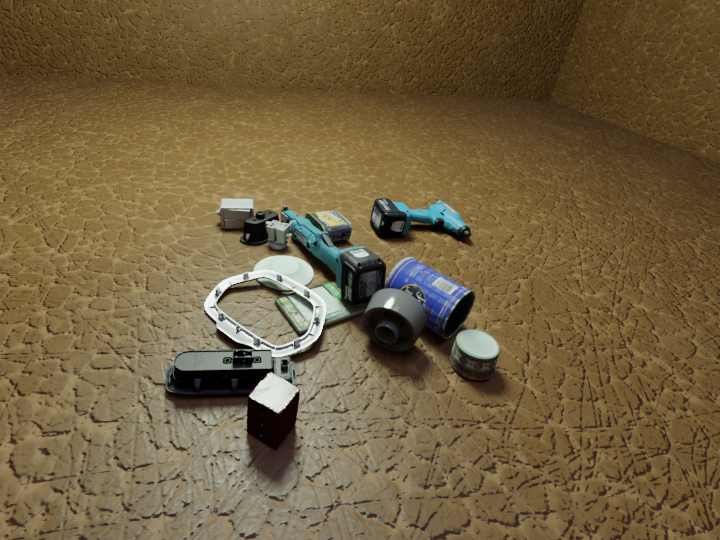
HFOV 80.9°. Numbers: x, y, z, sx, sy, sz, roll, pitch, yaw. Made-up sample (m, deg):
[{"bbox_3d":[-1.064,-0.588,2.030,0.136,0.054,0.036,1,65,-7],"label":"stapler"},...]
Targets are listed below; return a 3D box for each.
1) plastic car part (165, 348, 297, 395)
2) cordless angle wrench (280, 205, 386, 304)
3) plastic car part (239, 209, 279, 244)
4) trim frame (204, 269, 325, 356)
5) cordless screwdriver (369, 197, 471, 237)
[{"bbox_3d":[-0.200,0.154,0.652,0.200,0.065,0.069,-2,41,-8],"label":"plastic car part"},{"bbox_3d":[-0.094,-0.062,0.966,0.072,0.096,0.447,-12,29,-28],"label":"cordless angle wrench"},{"bbox_3d":[-0.242,-0.114,1.041,0.069,0.069,0.113,25,34,26],"label":"plastic car part"},{"bbox_3d":[-0.179,0.070,0.792,0.261,0.027,0.181,27,48,29],"label":"trim frame"},{"bbox_3d":[0.161,-0.131,1.128,0.241,0.073,0.167,-3,34,-21],"label":"cordless screwdriver"}]
